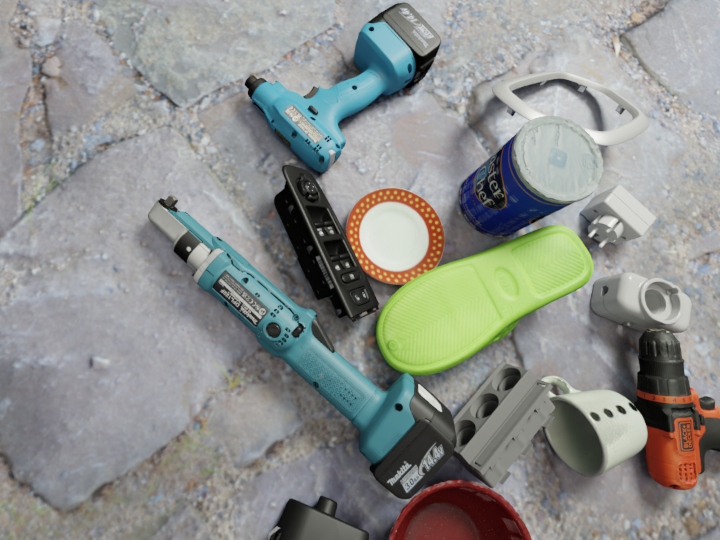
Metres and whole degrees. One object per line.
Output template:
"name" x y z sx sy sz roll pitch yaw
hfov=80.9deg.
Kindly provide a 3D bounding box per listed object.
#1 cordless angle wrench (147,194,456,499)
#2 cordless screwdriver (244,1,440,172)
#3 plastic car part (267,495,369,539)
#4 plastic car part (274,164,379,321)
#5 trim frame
"cordless angle wrench" -0.088 0.062 0.478 0.430 0.073 0.098 40 98 9
"cordless screwdriver" -0.024 -0.265 0.575 0.247 0.074 0.161 -44 85 -11
"plastic car part" -0.038 0.280 0.442 0.117 0.065 0.071 26 59 2
"plastic car part" -0.050 -0.033 0.516 0.064 0.069 0.206 -13 77 -48
"trim frame" 0.284 -0.227 0.575 0.242 0.027 0.192 -29 60 -33
